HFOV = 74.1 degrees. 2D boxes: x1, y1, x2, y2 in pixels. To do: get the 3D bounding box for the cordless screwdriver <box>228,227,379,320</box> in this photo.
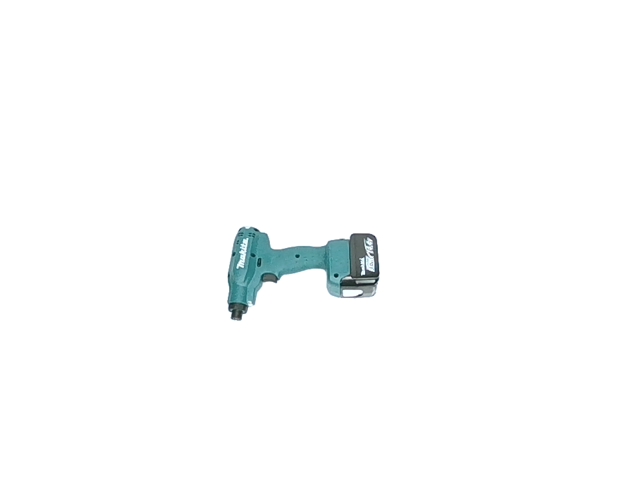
[{"bbox_3d":[-0.029,0.059,0.705,0.249,0.158,0.074,2,-27,5],"label":"cordless screwdriver"}]
